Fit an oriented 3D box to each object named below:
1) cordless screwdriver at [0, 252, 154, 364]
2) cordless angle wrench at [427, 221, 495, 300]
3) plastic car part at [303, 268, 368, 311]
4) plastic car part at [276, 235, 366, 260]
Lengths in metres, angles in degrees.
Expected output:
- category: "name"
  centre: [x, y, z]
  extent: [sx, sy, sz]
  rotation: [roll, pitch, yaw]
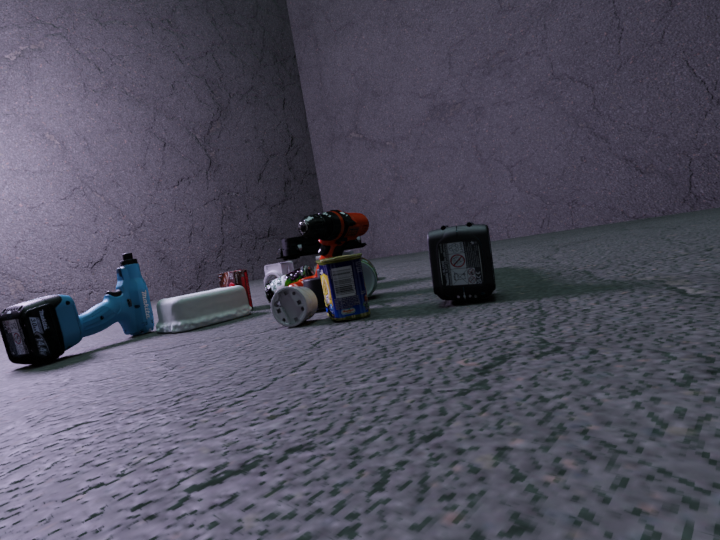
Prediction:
- category: "cordless screwdriver"
  centre: [-0.473, 0.058, 0.734]
  extent: [0.077, 0.159, 0.242]
  rotation: [-10, 3, 22]
- category: "cordless angle wrench"
  centre: [0.181, -0.018, 0.708]
  extent: [0.076, 0.098, 0.410]
  rotation: [-7, 0, 17]
- category: "plastic car part"
  centre: [-0.050, 0.030, 0.705]
  extent: [0.118, 0.071, 0.065]
  rotation: [-7, 0, 10]
- category: "plastic car part"
  centre: [-0.093, -0.061, 0.955]
  extent: [0.200, 0.066, 0.068]
  rotation: [-13, 8, -10]
